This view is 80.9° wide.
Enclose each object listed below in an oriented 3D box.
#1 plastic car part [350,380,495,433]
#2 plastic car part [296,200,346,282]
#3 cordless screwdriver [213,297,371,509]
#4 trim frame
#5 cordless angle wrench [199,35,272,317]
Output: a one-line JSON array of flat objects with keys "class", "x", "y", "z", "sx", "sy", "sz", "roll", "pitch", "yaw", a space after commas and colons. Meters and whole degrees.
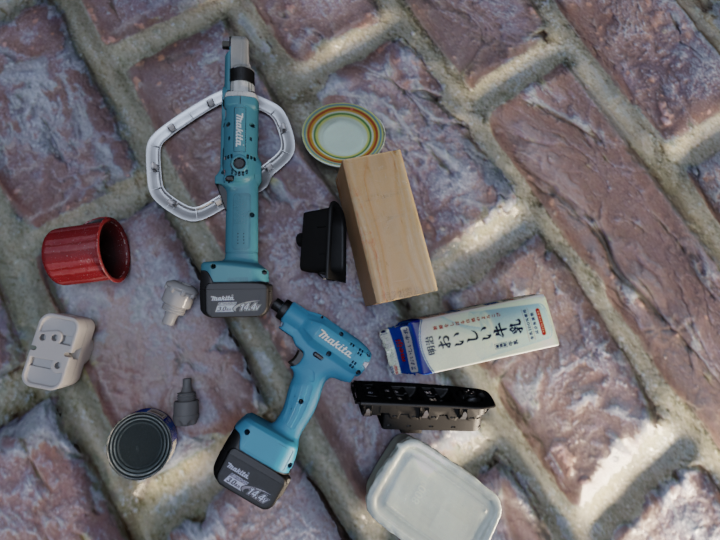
[{"class": "plastic car part", "x": 0.090, "y": 0.195, "z": 0.596, "sx": 0.202, "sy": 0.067, "sz": 0.067, "roll": -1, "pitch": 91, "yaw": -4}, {"class": "plastic car part", "x": -0.062, "y": -0.040, "z": 0.632, "sx": 0.073, "sy": 0.063, "sz": 0.118, "roll": -6, "pitch": 78, "yaw": 22}, {"class": "cordless screwdriver", "x": -0.112, "y": 0.171, "z": 0.584, "sx": 0.160, "sy": 0.074, "sz": 0.248, "roll": 33, "pitch": 75, "yaw": 2}, {"class": "trim frame", "x": -0.222, "y": -0.186, "z": 0.666, "sx": 0.246, "sy": 0.027, "sz": 0.186, "roll": -37, "pitch": 85, "yaw": -11}, {"class": "cordless angle wrench", "x": -0.177, "y": -0.146, "z": 0.618, "sx": 0.097, "sy": 0.075, "sz": 0.427, "roll": 0, "pitch": 82, "yaw": -9}]
